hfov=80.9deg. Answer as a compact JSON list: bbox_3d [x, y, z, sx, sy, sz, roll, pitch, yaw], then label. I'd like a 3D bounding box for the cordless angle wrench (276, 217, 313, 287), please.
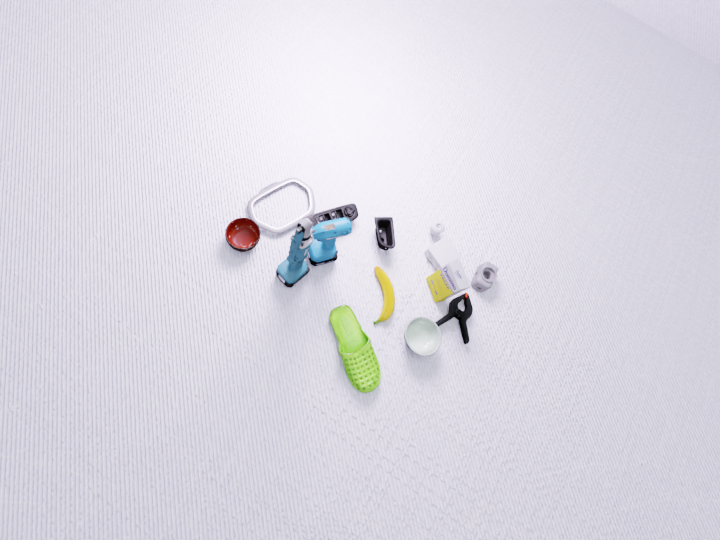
[{"bbox_3d":[-0.177,-0.053,1.195,0.097,0.422,0.075,-41,86,-22],"label":"cordless angle wrench"}]

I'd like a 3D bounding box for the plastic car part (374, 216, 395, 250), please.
[{"bbox_3d":[0.078,-0.118,1.447,0.065,0.070,0.119,-1,70,-12],"label":"plastic car part"}]

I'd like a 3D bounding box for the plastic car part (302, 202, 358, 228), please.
[{"bbox_3d":[-0.099,-0.171,1.442,0.199,0.067,0.068,-22,77,-16],"label":"plastic car part"}]

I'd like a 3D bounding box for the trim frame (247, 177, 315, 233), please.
[{"bbox_3d":[-0.270,-0.227,1.459,0.245,0.027,0.188,-35,78,-19],"label":"trim frame"}]

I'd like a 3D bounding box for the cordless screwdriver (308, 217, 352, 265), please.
[{"bbox_3d":[-0.128,-0.084,1.308,0.156,0.248,0.076,-13,76,-16],"label":"cordless screwdriver"}]
